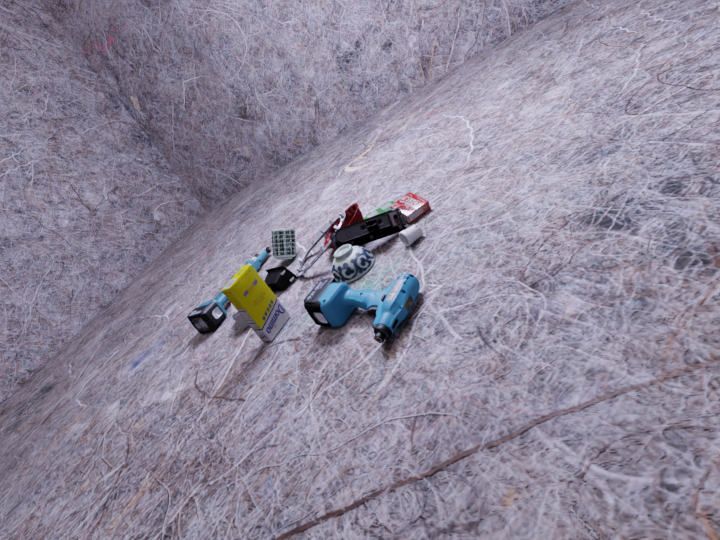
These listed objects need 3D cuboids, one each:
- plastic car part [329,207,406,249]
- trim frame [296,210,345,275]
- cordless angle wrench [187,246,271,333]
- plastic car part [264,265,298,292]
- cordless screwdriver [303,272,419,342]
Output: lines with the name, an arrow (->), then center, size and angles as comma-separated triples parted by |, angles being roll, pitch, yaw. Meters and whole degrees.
plastic car part -> 0.016, -0.108, 1.118 | 0.205, 0.067, 0.065 | -20, -9, 10
trim frame -> -0.123, -0.081, 1.263 | 0.250, 0.027, 0.187 | -46, 19, 30
cordless angle wrench -> -0.426, 0.043, 1.460 | 0.101, 0.072, 0.423 | -18, 27, 34
plastic car part -> -0.255, 0.033, 1.280 | 0.121, 0.063, 0.071 | -11, 46, 48
cordless screwdriver -> -0.011, 0.080, 0.868 | 0.260, 0.071, 0.158 | -6, 36, 41
